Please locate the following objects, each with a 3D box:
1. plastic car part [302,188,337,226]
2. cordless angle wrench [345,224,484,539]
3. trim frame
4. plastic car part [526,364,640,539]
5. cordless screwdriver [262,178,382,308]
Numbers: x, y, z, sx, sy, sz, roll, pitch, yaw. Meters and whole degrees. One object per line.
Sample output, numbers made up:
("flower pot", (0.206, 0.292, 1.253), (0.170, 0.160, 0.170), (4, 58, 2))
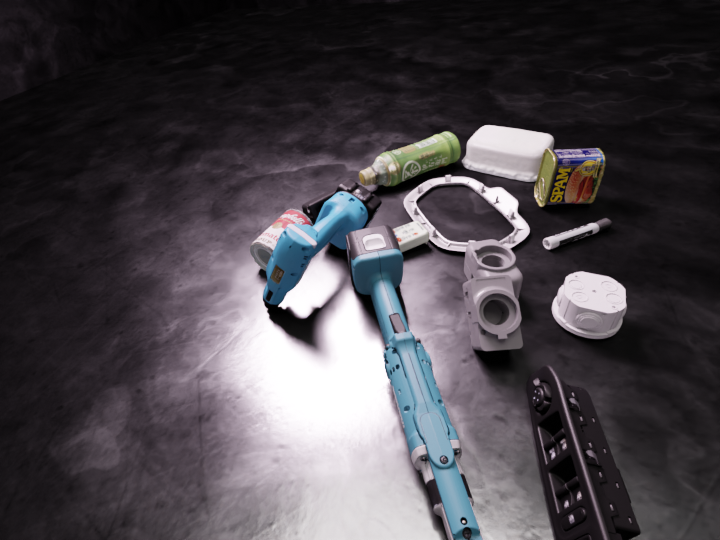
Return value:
("plastic car part", (-0.066, -0.124, 0.819), (0.075, 0.063, 0.114), (14, 41, 44))
("cordless angle wrench", (0.057, 0.112, 0.511), (0.074, 0.094, 0.441), (-11, 45, -5))
("trim frame", (0.188, -0.111, 0.773), (0.182, 0.026, 0.261), (-16, 40, -8))
("plastic car part", (0.213, 0.184, 0.410), (0.067, 0.064, 0.208), (4, 42, -1))
("cordless screwdriver", (-0.067, -0.044, 0.686), (0.076, 0.158, 0.245), (36, 40, 6))
